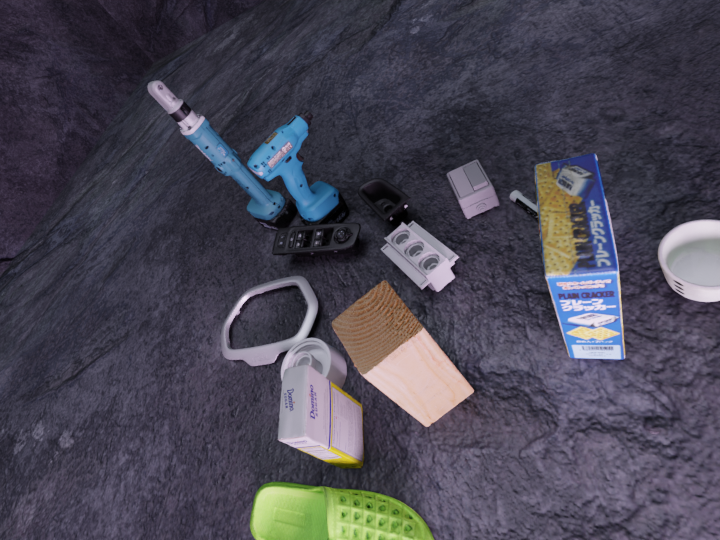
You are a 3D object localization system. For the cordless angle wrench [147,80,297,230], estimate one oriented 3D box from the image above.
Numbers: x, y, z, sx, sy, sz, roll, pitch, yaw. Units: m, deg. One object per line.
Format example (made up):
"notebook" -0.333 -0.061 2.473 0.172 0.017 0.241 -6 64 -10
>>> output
"cordless angle wrench" -0.292 -0.239 0.921 0.103 0.400 0.074 16 66 41

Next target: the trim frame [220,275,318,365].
"trim frame" -0.190 0.101 0.862 0.256 0.026 0.189 -15 51 25

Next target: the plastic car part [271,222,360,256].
"plastic car part" -0.086 -0.057 0.884 0.211 0.063 0.067 -5 55 31

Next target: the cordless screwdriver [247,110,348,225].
"cordless screwdriver" -0.107 -0.196 0.880 0.159 0.235 0.079 -48 45 -7

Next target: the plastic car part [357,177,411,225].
"plastic car part" 0.052 -0.132 0.844 0.066 0.067 0.123 -41 45 0
